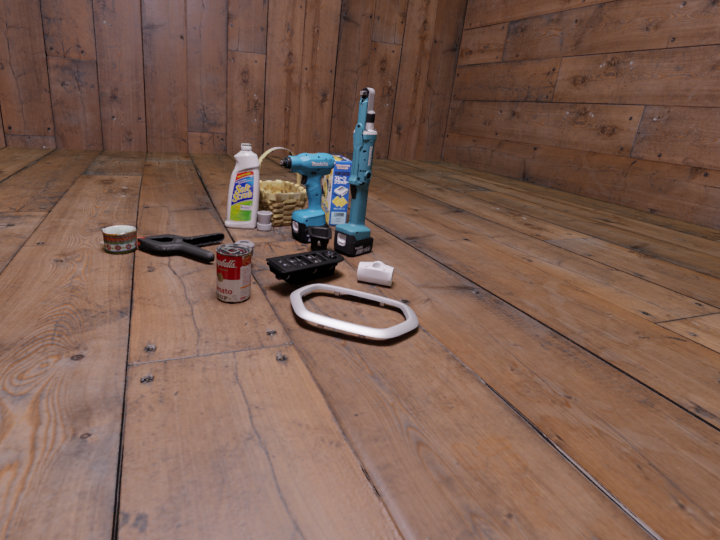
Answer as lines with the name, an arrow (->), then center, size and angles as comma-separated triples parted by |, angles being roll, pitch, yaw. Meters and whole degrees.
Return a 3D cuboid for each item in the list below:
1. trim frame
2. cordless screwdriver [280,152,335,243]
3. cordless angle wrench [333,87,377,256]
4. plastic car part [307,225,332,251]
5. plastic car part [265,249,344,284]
trim frame -> -0.015, 0.073, 0.803 | 0.255, 0.027, 0.183 | 10, 22, 13
cordless screwdriver -> -0.156, -0.203, 1.182 | 0.153, 0.244, 0.079 | -8, 24, -34
cordless angle wrench -> 0.000, -0.248, 1.093 | 0.079, 0.416, 0.094 | 23, 25, 39
plastic car part -> -0.107, -0.070, 1.092 | 0.065, 0.070, 0.119 | 3, 21, -7
plastic car part -> -0.114, -0.005, 0.931 | 0.070, 0.066, 0.195 | 21, 27, 37
